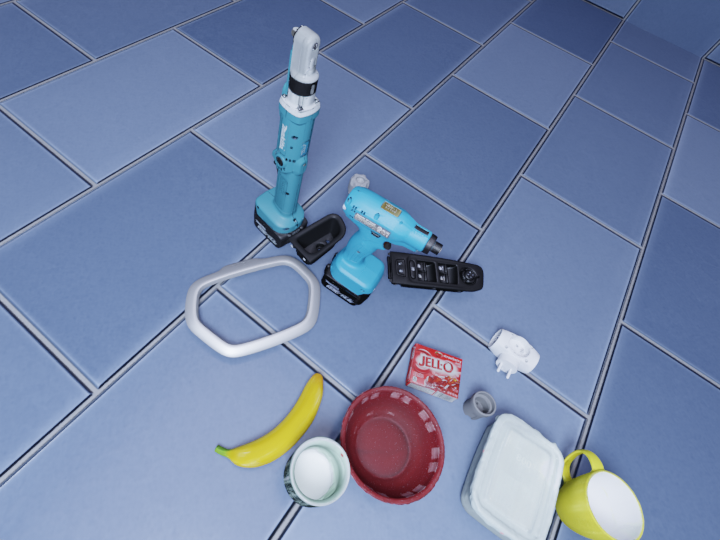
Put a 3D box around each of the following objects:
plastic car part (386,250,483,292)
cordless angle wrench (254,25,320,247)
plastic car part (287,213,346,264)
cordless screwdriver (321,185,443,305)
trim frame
[{"bbox_3d":[0.144,0.014,0.828,0.200,0.066,0.068,5,57,-9],"label":"plastic car part"},{"bbox_3d":[-0.115,-0.191,0.698,0.101,0.418,0.073,45,58,13],"label":"cordless angle wrench"},{"bbox_3d":[-0.081,-0.053,0.824,0.114,0.070,0.068,-36,73,-30],"label":"plastic car part"},{"bbox_3d":[0.026,-0.022,0.719,0.162,0.246,0.074,33,56,6],"label":"cordless screwdriver"},{"bbox_3d":[-0.187,0.054,0.758,0.242,0.027,0.192,-19,63,-22],"label":"trim frame"}]
